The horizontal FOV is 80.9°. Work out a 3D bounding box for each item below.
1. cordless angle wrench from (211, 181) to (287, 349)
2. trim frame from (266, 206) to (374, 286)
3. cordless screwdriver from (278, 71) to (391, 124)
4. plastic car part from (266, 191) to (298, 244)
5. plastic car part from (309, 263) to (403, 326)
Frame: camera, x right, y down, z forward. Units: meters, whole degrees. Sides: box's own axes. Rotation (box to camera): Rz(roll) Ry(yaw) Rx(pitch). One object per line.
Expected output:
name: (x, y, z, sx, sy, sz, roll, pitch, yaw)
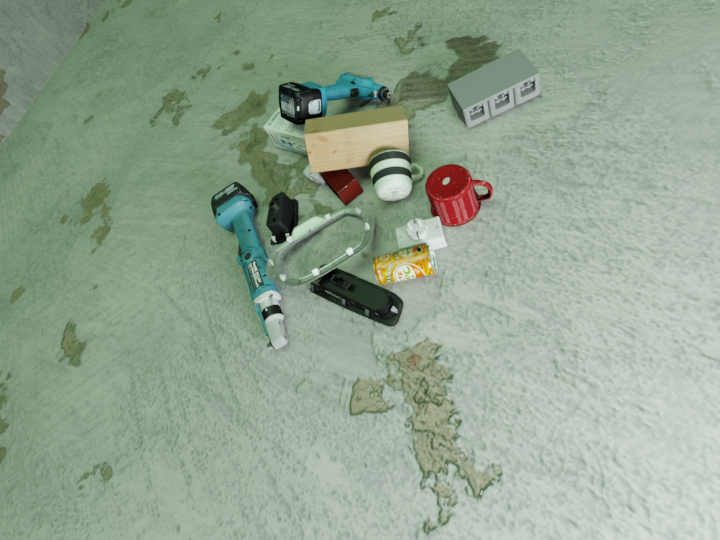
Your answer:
cordless angle wrench: (-0.234, -0.020, 0.923, 0.098, 0.070, 0.443, -32, 56, 7)
trim frame: (-0.084, -0.055, 0.854, 0.248, 0.026, 0.194, -33, 37, -2)
cordless screwdriver: (-0.058, -0.406, 0.987, 0.243, 0.072, 0.168, -30, 47, -32)
plastic car part: (-0.182, -0.126, 0.952, 0.068, 0.067, 0.119, -9, 63, 19)
plastic car part: (-0.013, 0.036, 0.786, 0.214, 0.064, 0.066, 24, 68, 32)
